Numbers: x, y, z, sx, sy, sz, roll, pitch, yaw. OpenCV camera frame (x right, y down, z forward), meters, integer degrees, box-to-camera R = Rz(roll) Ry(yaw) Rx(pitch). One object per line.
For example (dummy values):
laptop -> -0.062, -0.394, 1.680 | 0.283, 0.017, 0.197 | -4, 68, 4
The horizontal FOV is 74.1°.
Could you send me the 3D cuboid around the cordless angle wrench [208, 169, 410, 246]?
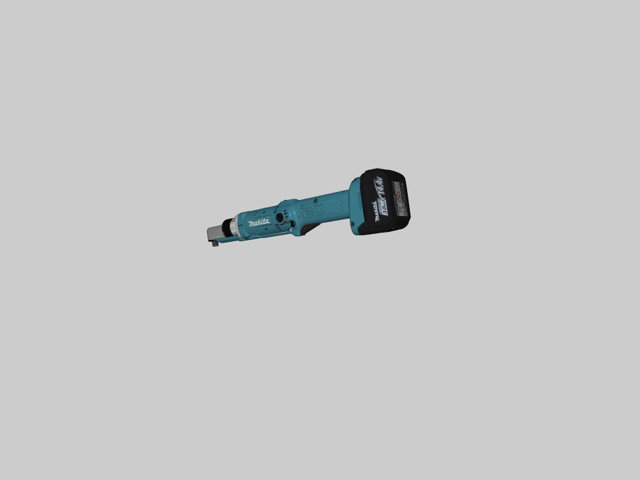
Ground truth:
cordless angle wrench -> -0.055, -0.038, 0.756 | 0.424, 0.098, 0.074 | -8, -1, 34
